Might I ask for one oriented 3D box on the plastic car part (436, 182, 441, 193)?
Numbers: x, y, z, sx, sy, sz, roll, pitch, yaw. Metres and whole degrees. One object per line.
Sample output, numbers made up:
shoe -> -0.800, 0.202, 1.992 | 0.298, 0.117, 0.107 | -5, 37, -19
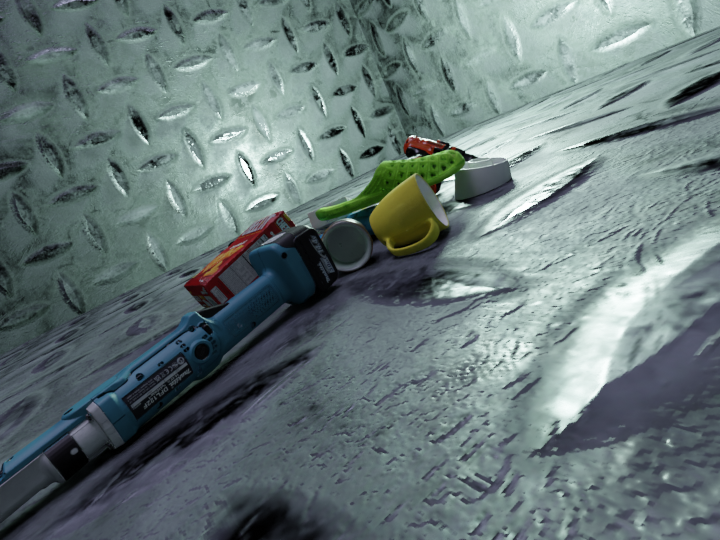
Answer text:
plastic car part -> 0.118, -0.175, 0.937 | 0.114, 0.066, 0.072 | -29, -2, -30

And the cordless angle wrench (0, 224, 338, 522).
cordless angle wrench -> -0.184, 0.086, 0.460 | 0.077, 0.096, 0.416 | -14, 22, 45

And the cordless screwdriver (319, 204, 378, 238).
cordless screwdriver -> -0.076, -0.050, 0.780 | 0.243, 0.073, 0.165 | -29, 11, -30

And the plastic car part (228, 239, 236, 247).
plastic car part -> -0.250, -0.070, 1.110 | 0.071, 0.065, 0.196 | 10, 25, 44
